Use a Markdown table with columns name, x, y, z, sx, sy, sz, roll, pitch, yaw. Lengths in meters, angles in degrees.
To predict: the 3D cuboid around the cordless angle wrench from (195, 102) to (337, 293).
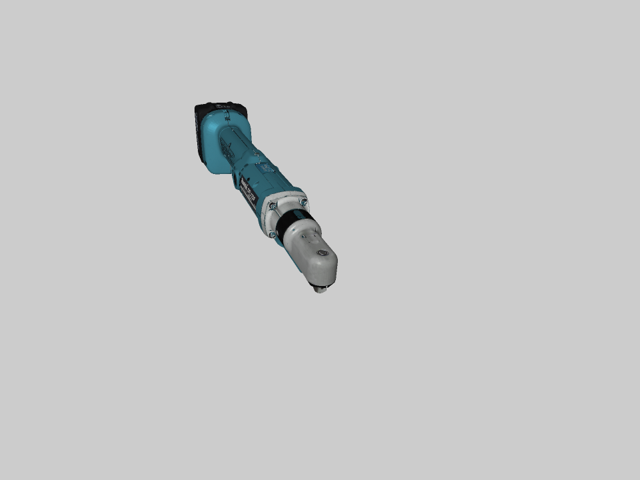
| name | x | y | z | sx | sy | sz | roll | pitch | yaw |
| --- | --- | --- | --- | --- | --- | --- | --- | --- | --- |
| cordless angle wrench | -0.079 | -0.075 | 0.521 | 0.074 | 0.098 | 0.422 | -10 | 33 | -22 |
